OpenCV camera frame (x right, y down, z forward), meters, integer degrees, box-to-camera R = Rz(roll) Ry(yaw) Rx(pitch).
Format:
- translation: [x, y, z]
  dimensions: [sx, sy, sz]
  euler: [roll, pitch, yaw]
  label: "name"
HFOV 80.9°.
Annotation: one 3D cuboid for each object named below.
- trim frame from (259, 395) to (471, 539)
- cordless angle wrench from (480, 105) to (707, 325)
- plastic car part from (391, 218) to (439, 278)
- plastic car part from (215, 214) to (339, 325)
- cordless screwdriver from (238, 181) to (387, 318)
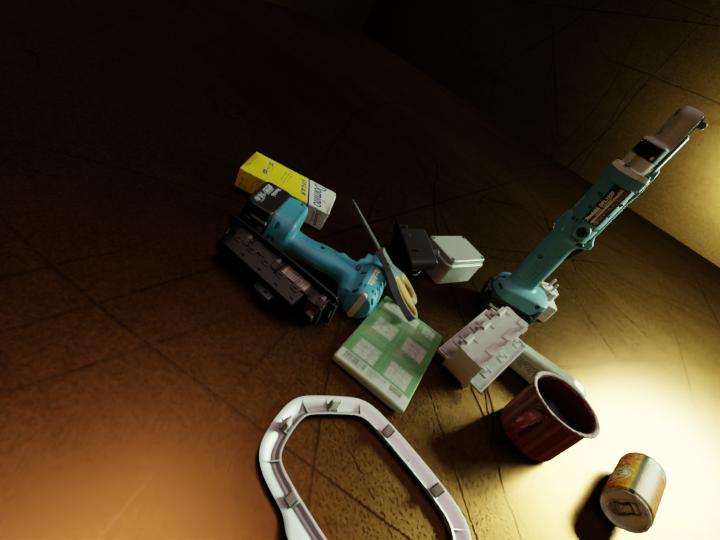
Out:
- translation: [0.010, 0.224, 0.406]
  dimensions: [0.177, 0.027, 0.259]
  euler: [-17, 56, -46]
  label: "trim frame"
- translation: [0.355, -0.070, 0.685]
  dimensions: [0.099, 0.421, 0.074]
  euler: [33, 33, 1]
  label: "cordless angle wrench"
- translation: [0.104, -0.035, 0.768]
  dimensions: [0.070, 0.064, 0.121]
  euler: [-7, 44, -9]
  label: "plastic car part"
- translation: [-0.126, 0.005, 0.579]
  dimensions: [0.210, 0.065, 0.066]
  euler: [42, 61, 18]
  label: "plastic car part"
- translation: [-0.066, -0.043, 0.671]
  dimensions: [0.250, 0.074, 0.158]
  euler: [35, 33, 2]
  label: "cordless screwdriver"
